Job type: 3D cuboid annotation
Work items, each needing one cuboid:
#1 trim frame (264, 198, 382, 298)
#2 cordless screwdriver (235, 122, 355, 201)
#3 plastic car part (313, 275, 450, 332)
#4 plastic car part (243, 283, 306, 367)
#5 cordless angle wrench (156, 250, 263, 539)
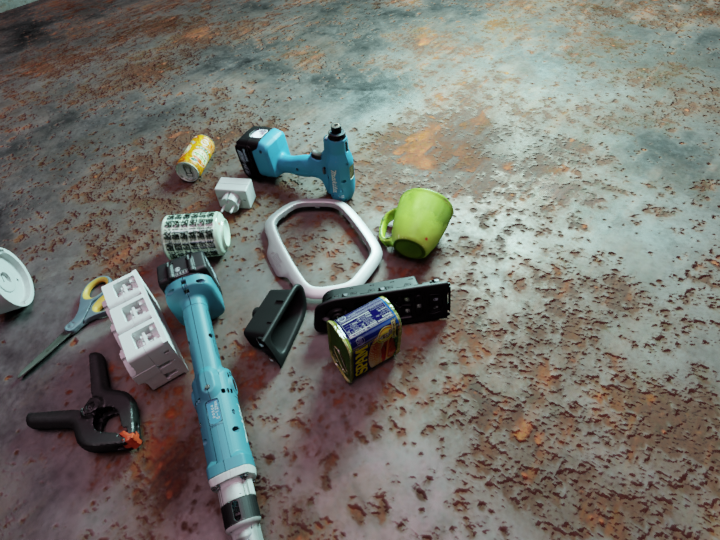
[{"bbox_3d":[-0.073,-0.048,0.745,0.181,0.026,0.261,-24,53,-15],"label":"trim frame"},{"bbox_3d":[-0.127,-0.231,0.823,0.259,0.153,0.074,20,53,23],"label":"cordless screwdriver"},{"bbox_3d":[0.026,0.045,0.631,0.202,0.064,0.070,-11,40,-3],"label":"plastic car part"},{"bbox_3d":[-0.132,0.074,0.632,0.073,0.063,0.118,0,45,23],"label":"plastic car part"},{"bbox_3d":[-0.188,0.157,0.545,0.073,0.094,0.444,-22,54,-10],"label":"cordless angle wrench"}]
